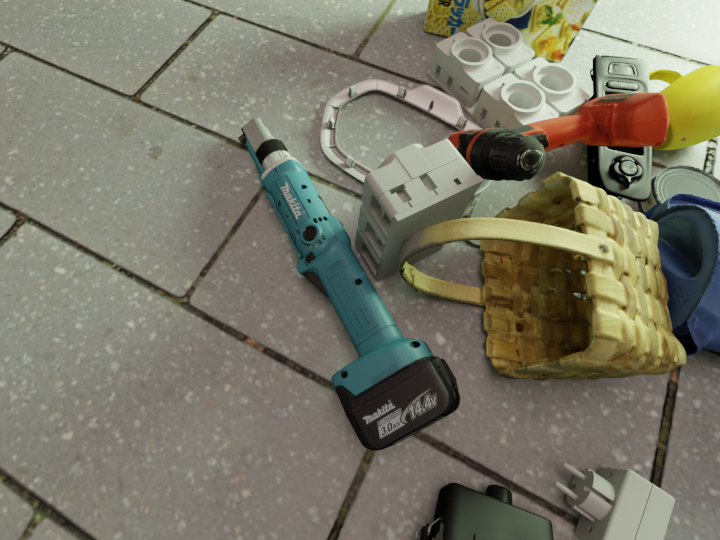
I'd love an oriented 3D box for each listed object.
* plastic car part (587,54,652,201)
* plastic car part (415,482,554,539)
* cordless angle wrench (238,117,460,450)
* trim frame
[{"bbox_3d":[0.316,-0.173,0.534,0.066,0.066,0.206,10,69,-5],"label":"plastic car part"},{"bbox_3d":[0.110,0.221,0.361,0.117,0.064,0.072,15,52,3],"label":"plastic car part"},{"bbox_3d":[-0.046,-0.030,0.471,0.099,0.071,0.441,-35,63,9],"label":"cordless angle wrench"},{"bbox_3d":[0.061,-0.179,0.566,0.257,0.027,0.183,33,69,17],"label":"trim frame"}]
